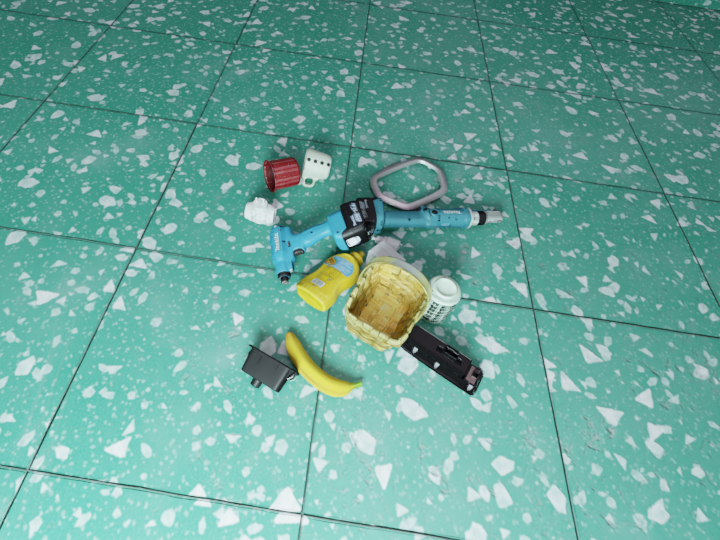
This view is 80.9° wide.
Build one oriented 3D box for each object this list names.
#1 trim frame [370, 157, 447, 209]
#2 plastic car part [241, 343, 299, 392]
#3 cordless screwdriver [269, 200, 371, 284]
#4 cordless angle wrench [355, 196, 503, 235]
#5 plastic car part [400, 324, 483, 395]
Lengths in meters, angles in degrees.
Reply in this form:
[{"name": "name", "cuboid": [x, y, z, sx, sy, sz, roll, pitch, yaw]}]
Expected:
[{"name": "trim frame", "cuboid": [0.146, -0.262, 1.257, 0.244, 0.027, 0.192, -28, 63, -21]}, {"name": "plastic car part", "cuboid": [-0.195, 0.211, 0.874, 0.120, 0.064, 0.071, 23, 70, 13]}, {"name": "cordless screwdriver", "cuboid": [-0.101, -0.066, 1.029, 0.252, 0.071, 0.165, -17, 57, 9]}, {"name": "cordless angle wrench", "cuboid": [0.192, -0.145, 1.154, 0.417, 0.073, 0.101, -1, 56, -9]}, {"name": "plastic car part", "cuboid": [0.172, 0.184, 0.924, 0.210, 0.065, 0.066, 30, 64, 18]}]
